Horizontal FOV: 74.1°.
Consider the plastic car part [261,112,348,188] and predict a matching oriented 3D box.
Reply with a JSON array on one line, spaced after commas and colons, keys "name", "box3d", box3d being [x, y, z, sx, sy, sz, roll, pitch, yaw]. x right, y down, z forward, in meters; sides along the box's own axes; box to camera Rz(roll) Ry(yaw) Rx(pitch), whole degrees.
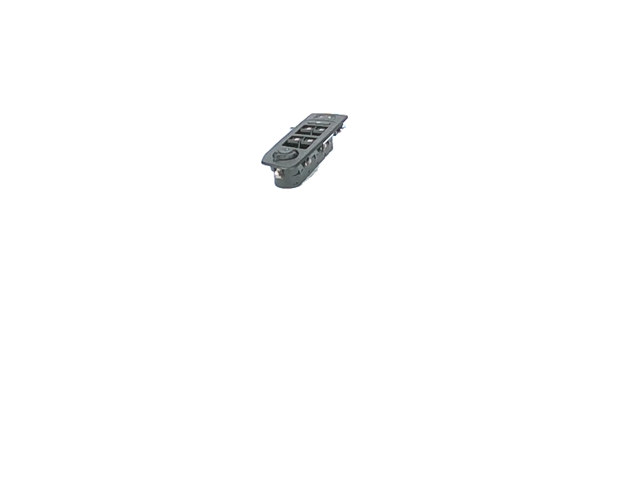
[{"name": "plastic car part", "box3d": [-0.024, -0.137, 0.641, 0.066, 0.067, 0.202, 18, 37, 17]}]
